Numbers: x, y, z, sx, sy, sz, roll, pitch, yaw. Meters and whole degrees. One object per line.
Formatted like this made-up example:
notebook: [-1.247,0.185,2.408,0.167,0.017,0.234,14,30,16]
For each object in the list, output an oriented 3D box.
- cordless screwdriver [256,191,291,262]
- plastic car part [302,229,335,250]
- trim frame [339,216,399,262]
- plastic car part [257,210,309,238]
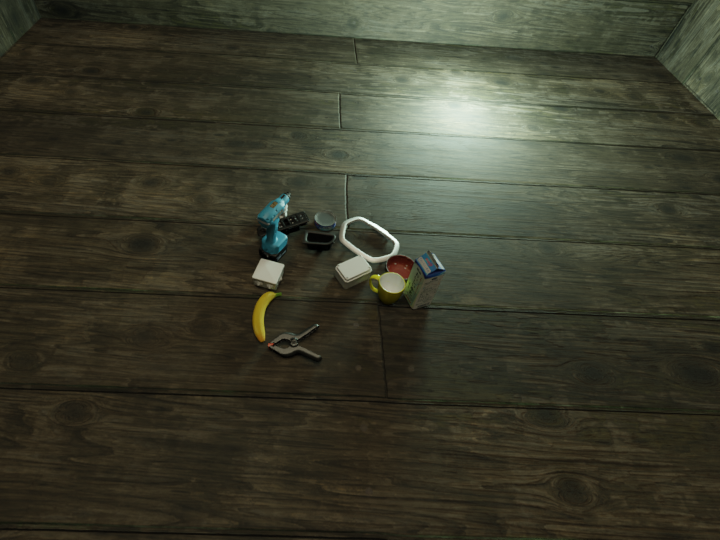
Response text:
cordless screwdriver: [-0.295,-0.152,1.489,0.076,0.243,0.159,26,53,11]
plastic car part: [-0.153,-0.100,1.568,0.117,0.069,0.067,8,52,1]
trim frame: [0.031,-0.119,1.622,0.258,0.027,0.182,33,57,21]
plastic car part: [-0.298,-0.164,1.611,0.199,0.065,0.069,-18,56,-18]
